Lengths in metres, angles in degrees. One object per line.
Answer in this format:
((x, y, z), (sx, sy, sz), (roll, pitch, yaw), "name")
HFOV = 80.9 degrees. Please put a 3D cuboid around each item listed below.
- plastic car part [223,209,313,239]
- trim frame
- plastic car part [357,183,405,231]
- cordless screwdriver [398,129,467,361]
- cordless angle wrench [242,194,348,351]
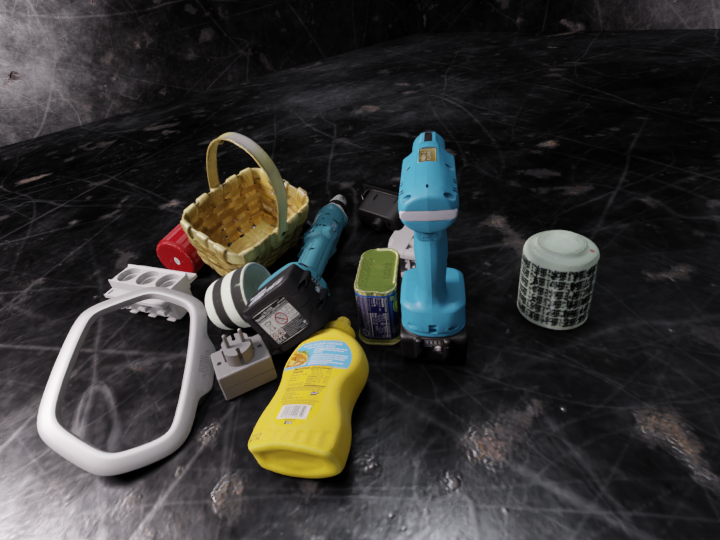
((-0.178, -0.099, 0.823), (0.211, 0.065, 0.065), (10, 31, 24), "plastic car part")
((-0.272, 0.116, 0.515), (0.181, 0.027, 0.258), (-1, 44, -11), "trim frame")
((0.041, -0.104, 0.774), (0.123, 0.063, 0.070), (24, 61, 36), "plastic car part")
((0.080, -0.024, 0.477), (0.076, 0.239, 0.162), (-1, 39, 11), "cordless screwdriver")
((-0.066, -0.043, 0.676), (0.099, 0.072, 0.428), (-37, 18, 23), "cordless angle wrench")
